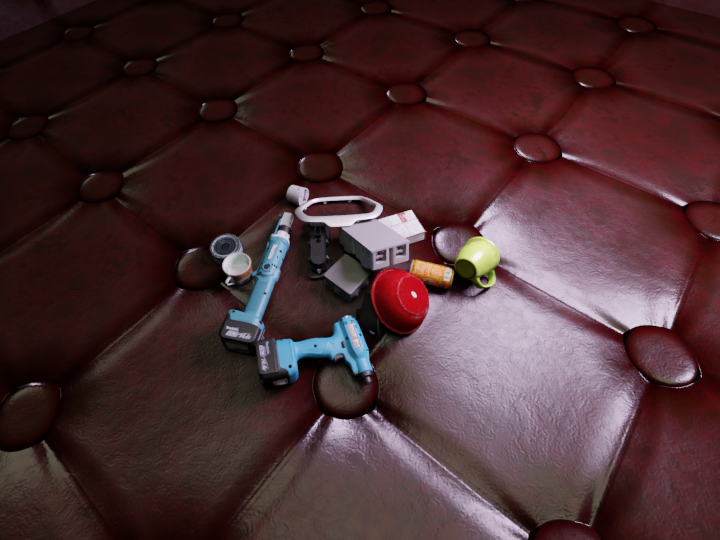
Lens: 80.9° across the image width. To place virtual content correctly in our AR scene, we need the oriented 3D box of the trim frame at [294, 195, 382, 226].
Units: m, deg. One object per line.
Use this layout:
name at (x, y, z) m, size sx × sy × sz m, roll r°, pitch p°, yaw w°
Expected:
trim frame at (-0.062, -0.170, 1.190) m, size 0.248 × 0.027 × 0.190 m, roll -3°, pitch 29°, yaw -2°

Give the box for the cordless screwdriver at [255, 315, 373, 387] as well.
cordless screwdriver at (-0.102, 0.202, 0.938) m, size 0.245 × 0.072 × 0.166 m, roll -13°, pitch 55°, yaw -12°

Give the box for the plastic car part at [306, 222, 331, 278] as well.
plastic car part at (-0.112, -0.073, 1.144) m, size 0.066 × 0.066 × 0.209 m, roll 0°, pitch 57°, yaw -8°

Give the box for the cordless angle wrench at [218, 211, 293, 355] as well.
cordless angle wrench at (-0.241, 0.006, 1.089) m, size 0.099 × 0.072 × 0.430 m, roll 8°, pitch 53°, yaw 6°

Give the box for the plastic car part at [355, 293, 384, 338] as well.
plastic car part at (0.026, 0.100, 1.016) m, size 0.074 × 0.063 × 0.117 m, roll 6°, pitch 57°, yaw 24°
